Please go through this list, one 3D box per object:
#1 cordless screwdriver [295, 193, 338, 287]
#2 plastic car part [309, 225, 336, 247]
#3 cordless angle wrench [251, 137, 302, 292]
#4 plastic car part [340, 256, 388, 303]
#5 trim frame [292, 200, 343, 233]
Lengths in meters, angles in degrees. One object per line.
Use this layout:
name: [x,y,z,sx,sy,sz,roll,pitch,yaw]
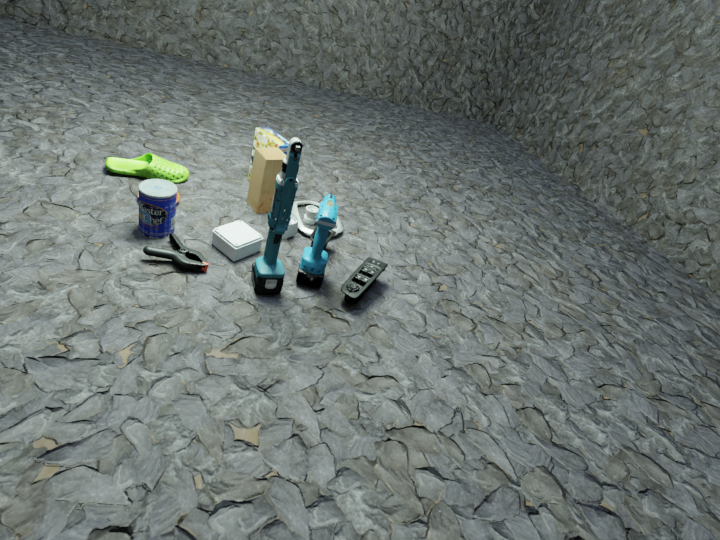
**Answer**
cordless screwdriver: [-0.113,-0.086,1.175,0.074,0.245,0.163,15,34,-8]
plastic car part: [-0.129,-0.085,1.324,0.067,0.070,0.117,21,34,4]
cordless angle wrench: [-0.200,-0.126,1.044,0.072,0.417,0.103,3,37,-24]
plastic car part: [0.004,0.033,1.212,0.068,0.066,0.199,28,35,14]
trim frame: [-0.161,-0.185,1.493,0.179,0.027,0.260,2,36,-20]
